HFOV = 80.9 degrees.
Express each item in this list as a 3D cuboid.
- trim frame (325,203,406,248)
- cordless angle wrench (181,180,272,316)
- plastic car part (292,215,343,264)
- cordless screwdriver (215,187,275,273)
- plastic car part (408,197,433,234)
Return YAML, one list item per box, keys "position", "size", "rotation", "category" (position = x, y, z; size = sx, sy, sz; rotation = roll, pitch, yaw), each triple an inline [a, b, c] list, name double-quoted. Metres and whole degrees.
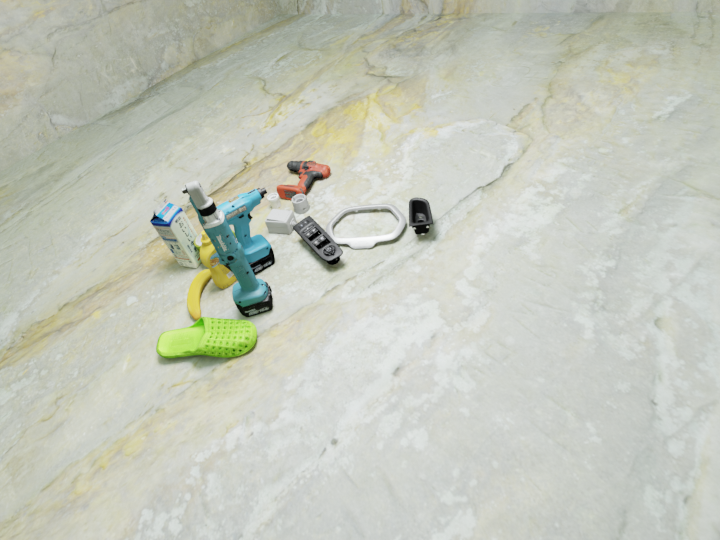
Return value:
- position: [0.014, -0.138, 1.289]
  size: [0.255, 0.026, 0.188]
  rotation: [-3, 46, 15]
  category: "trim frame"
- position: [-0.321, -0.046, 1.036]
  size: [0.098, 0.404, 0.078]
  rotation: [-16, 44, -1]
  category: "cordless angle wrench"
- position: [-0.122, -0.080, 1.248]
  size: [0.065, 0.064, 0.215]
  rotation: [-32, 46, -16]
  category: "plastic car part"
- position: [-0.310, -0.116, 1.220]
  size: [0.157, 0.238, 0.079]
  rotation: [-32, 47, -16]
  category: "cordless screwdriver"
- position: [0.173, -0.149, 1.218]
  size: [0.067, 0.068, 0.119]
  rotation: [-6, 45, 10]
  category: "plastic car part"
